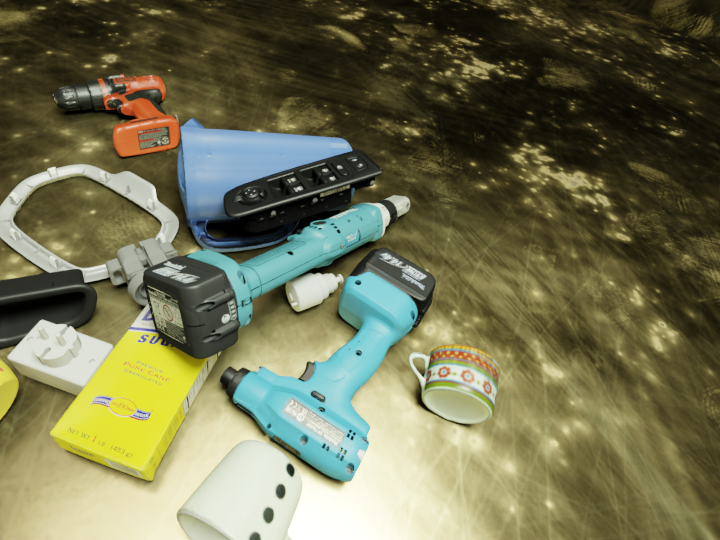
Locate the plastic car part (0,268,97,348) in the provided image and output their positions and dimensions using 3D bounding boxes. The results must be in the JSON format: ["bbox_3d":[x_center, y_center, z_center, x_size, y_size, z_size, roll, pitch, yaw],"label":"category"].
[{"bbox_3d":[-0.356,0.031,0.466,0.113,0.064,0.075,-16,41,-28],"label":"plastic car part"}]

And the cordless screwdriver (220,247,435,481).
[{"bbox_3d":[-0.026,0.077,0.473,0.163,0.073,0.248,26,53,12],"label":"cordless screwdriver"}]

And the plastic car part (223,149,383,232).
[{"bbox_3d":[-0.076,-0.098,0.541,0.198,0.065,0.069,-18,54,-19],"label":"plastic car part"}]

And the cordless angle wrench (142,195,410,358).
[{"bbox_3d":[-0.052,-0.034,0.530,0.103,0.072,0.411,12,29,36],"label":"cordless angle wrench"}]

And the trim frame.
[{"bbox_3d":[-0.369,-0.076,0.574,0.256,0.027,0.182,27,49,16],"label":"trim frame"}]
